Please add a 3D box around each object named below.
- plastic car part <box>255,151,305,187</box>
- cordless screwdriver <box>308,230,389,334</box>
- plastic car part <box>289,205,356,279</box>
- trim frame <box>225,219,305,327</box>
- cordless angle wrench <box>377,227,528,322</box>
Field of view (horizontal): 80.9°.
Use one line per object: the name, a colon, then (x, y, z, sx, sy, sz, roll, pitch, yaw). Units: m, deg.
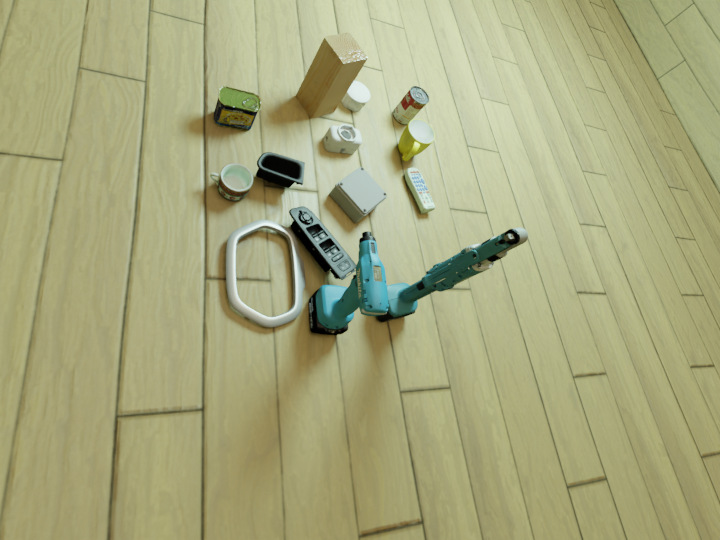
plastic car part: (-0.200, -0.235, 1.019, 0.112, 0.072, 0.067, 13, 63, -21)
cordless screwdriver: (-0.028, 0.037, 0.858, 0.071, 0.252, 0.163, 8, 65, -26)
plastic car part: (-0.096, -0.063, 0.985, 0.065, 0.068, 0.205, -32, 83, -34)
trim frame: (-0.204, 0.002, 0.927, 0.177, 0.028, 0.255, 2, 65, -25)
cordless angle wrench: (0.165, 0.013, 0.854, 0.094, 0.429, 0.076, -8, 74, -32)
